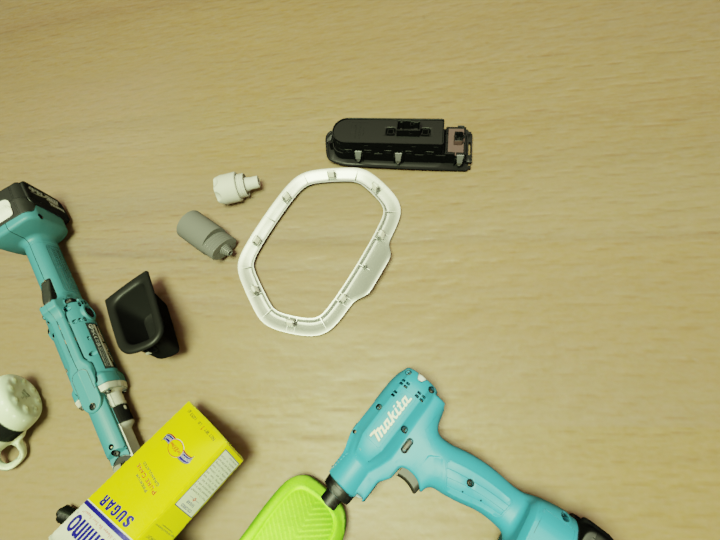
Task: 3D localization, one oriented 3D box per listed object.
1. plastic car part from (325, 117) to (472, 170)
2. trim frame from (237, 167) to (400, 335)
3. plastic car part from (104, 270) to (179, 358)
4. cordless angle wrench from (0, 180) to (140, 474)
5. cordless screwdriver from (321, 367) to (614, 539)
[{"bbox_3d":[0.046,-0.175,0.573,0.208,0.065,0.067,4,78,14],"label":"plastic car part"},{"bbox_3d":[-0.054,-0.035,0.554,0.191,0.026,0.248,28,75,18],"label":"trim frame"},{"bbox_3d":[-0.263,0.069,0.529,0.066,0.067,0.123,-38,53,-6],"label":"plastic car part"},{"bbox_3d":[-0.377,0.067,0.549,0.074,0.095,0.437,-35,71,-5],"label":"cordless angle wrench"},{"bbox_3d":[0.093,0.231,0.397,0.260,0.071,0.158,36,76,24],"label":"cordless screwdriver"}]
